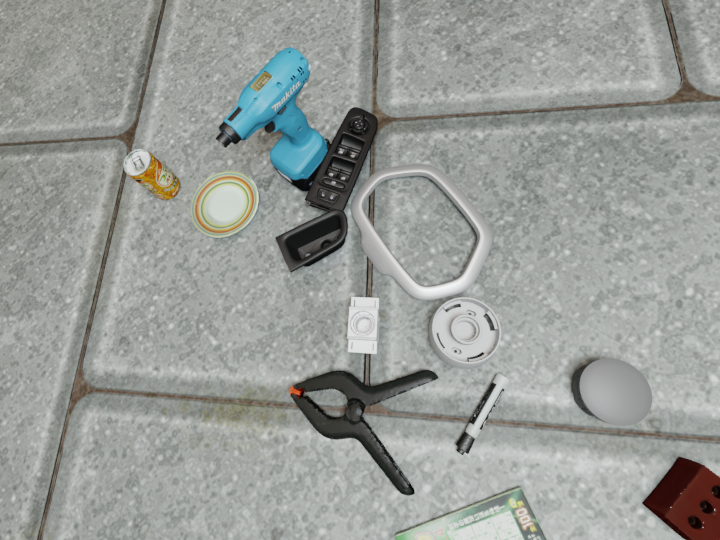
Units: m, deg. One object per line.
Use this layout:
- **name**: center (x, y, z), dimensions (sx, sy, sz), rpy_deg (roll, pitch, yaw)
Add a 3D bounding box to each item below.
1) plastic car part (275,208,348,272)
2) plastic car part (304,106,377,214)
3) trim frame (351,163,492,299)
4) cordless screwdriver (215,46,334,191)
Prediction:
- **plastic car part**: center (-0.067, -0.044, 0.684), dimensions (0.117, 0.068, 0.068), rpy_deg (-26, 71, 1)
- **plastic car part**: center (-0.023, -0.184, 0.723), dimensions (0.068, 0.065, 0.204), rpy_deg (17, 76, 14)
- **trim frame**: center (0.092, -0.070, 0.682), dimensions (0.184, 0.026, 0.258), rpy_deg (-34, 69, -1)
- **cordless screwdriver**: center (-0.122, -0.201, 0.655), dimensions (0.077, 0.241, 0.159), rpy_deg (38, 82, 15)
